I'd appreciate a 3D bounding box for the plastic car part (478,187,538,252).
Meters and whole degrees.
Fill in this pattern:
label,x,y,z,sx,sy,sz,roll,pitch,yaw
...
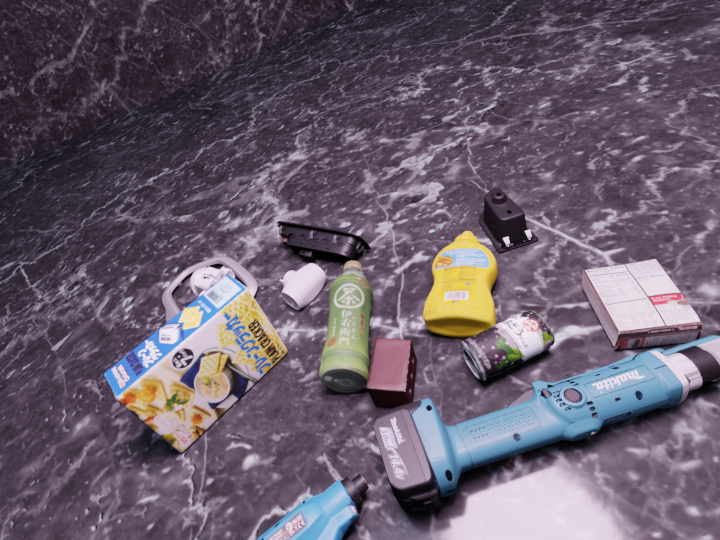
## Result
label,x,y,z,sx,sy,sz,roll,pitch,yaw
plastic car part,0.240,-0.097,0.717,0.066,0.067,0.121,-19,44,2

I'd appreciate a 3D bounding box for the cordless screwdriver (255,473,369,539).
label,x,y,z,sx,sy,sz,roll,pitch,yaw
cordless screwdriver,-0.002,0.325,0.385,0.157,0.071,0.263,-36,39,-14

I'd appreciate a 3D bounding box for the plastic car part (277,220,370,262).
label,x,y,z,sx,sy,sz,roll,pitch,yaw
plastic car part,-0.081,-0.053,0.827,0.213,0.063,0.067,7,59,31

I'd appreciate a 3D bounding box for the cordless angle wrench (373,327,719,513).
label,x,y,z,sx,sy,sz,roll,pitch,yaw
cordless angle wrench,0.228,0.150,0.465,0.424,0.071,0.102,-19,41,2

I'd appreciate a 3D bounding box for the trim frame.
label,x,y,z,sx,sy,sz,roll,pitch,yaw
trim frame,-0.309,0.051,0.851,0.182,0.026,0.263,-41,45,-20
